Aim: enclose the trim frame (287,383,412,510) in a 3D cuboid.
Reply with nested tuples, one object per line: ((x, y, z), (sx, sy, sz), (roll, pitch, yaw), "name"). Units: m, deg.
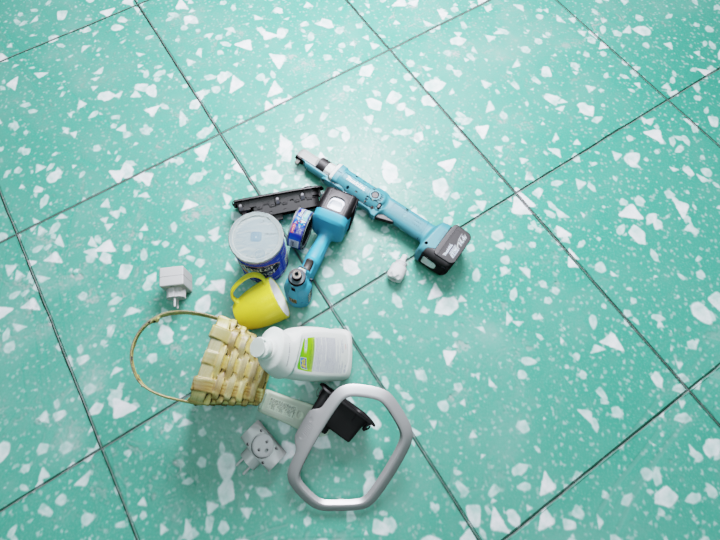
((-0.020, 0.307, 0.726), (0.182, 0.028, 0.248), (28, 98, -5), "trim frame")

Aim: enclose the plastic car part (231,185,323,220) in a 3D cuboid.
((-0.173, -0.145, 0.923), (0.201, 0.066, 0.068), (-16, 82, -6), "plastic car part")

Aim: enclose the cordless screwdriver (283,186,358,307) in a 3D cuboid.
((-0.082, -0.054, 0.839), (0.075, 0.157, 0.250), (23, 69, 3), "cordless screwdriver")

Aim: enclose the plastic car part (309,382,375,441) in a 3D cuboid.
((-0.044, 0.260, 0.755), (0.114, 0.067, 0.071), (35, 80, -10), "plastic car part")

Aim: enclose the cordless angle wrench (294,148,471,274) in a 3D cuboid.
((0.030, -0.150, 0.923), (0.435, 0.072, 0.097), (36, 73, 14), "cordless angle wrench")
